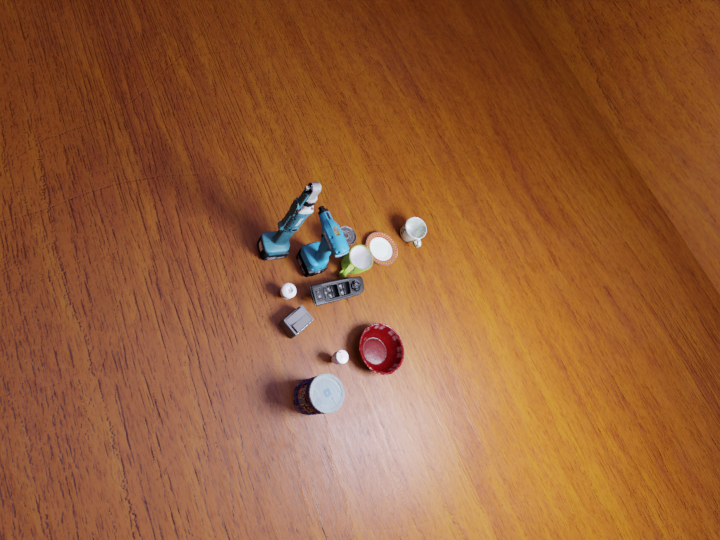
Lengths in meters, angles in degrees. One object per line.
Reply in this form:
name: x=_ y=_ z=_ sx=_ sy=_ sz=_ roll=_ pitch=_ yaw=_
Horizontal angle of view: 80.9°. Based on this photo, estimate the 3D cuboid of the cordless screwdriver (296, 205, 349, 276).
cordless screwdriver: x=-0.129 y=-0.084 z=1.317 sx=0.072 sy=0.252 sz=0.162 roll=-17 pitch=78 yaw=-31

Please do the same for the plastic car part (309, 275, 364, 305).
plastic car part: x=-0.078 y=0.068 z=1.377 sx=0.196 sy=0.068 sz=0.068 roll=-13 pitch=75 yaw=-28

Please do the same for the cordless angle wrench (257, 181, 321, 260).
cordless angle wrench: x=-0.198 y=-0.138 z=1.208 sx=0.094 sy=0.429 sz=0.076 roll=-8 pitch=75 yaw=-30
